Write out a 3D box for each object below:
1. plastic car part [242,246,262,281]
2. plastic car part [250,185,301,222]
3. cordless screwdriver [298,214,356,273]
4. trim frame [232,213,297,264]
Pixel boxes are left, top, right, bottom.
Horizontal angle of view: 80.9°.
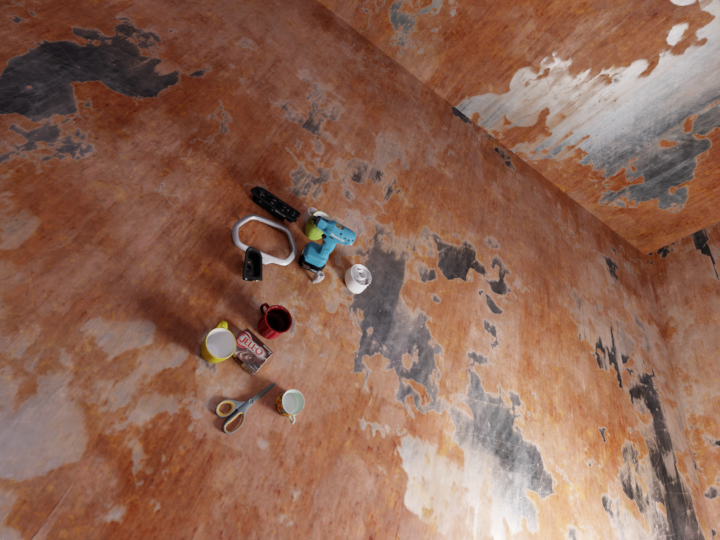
[{"bbox_3d":[-0.364,-0.011,1.398,0.063,0.072,0.120,13,55,-28],"label":"plastic car part"},{"bbox_3d":[-0.325,-0.242,1.582,0.200,0.068,0.066,37,48,-6],"label":"plastic car part"},{"bbox_3d":[-0.144,-0.094,1.471,0.155,0.252,0.075,30,50,-17],"label":"cordless screwdriver"},{"bbox_3d":[-0.340,-0.109,1.509,0.240,0.028,0.188,23,50,-18],"label":"trim frame"}]
